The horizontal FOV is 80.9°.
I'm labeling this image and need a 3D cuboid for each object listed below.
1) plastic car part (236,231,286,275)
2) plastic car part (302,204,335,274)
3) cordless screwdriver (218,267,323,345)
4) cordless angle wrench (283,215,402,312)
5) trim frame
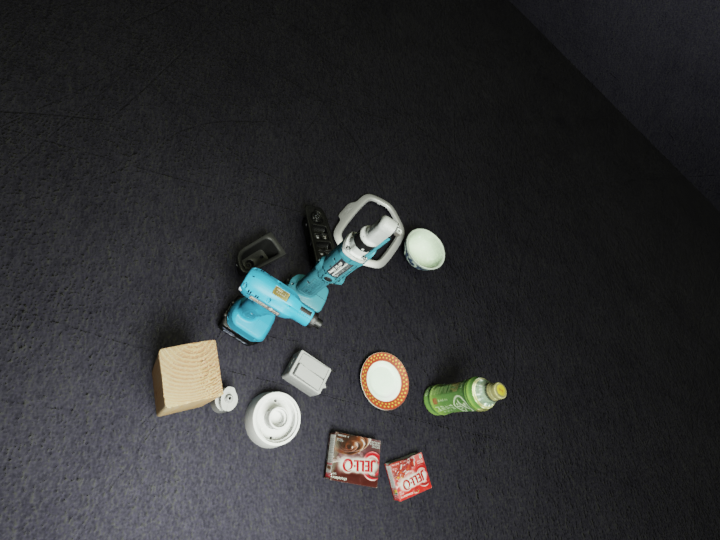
[{"bbox_3d":[-0.240,-0.027,0.963,0.114,0.072,0.066,-35,87,-34],"label":"plastic car part"},{"bbox_3d":[-0.103,-0.067,1.050,0.064,0.068,0.208,-2,67,-28],"label":"plastic car part"},{"bbox_3d":[-0.182,0.089,0.826,0.156,0.252,0.075,35,57,-11],"label":"cordless screwdriver"},{"bbox_3d":[-0.054,-0.003,0.825,0.096,0.429,0.075,32,58,-14],"label":"cordless angle wrench"},{"bbox_3d":[0.025,-0.111,1.156,0.183,0.028,0.247,39,56,-3],"label":"trim frame"}]
